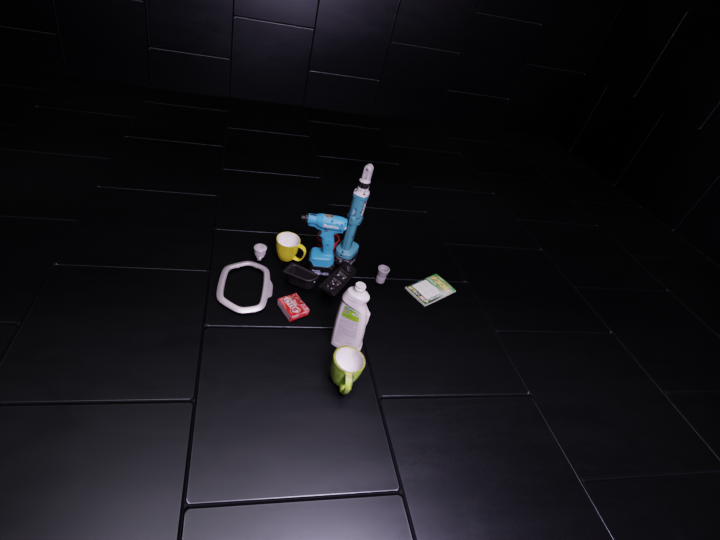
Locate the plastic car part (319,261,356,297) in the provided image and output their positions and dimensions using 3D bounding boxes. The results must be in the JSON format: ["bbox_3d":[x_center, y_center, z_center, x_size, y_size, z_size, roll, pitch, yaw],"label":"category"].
[{"bbox_3d":[-0.078,0.040,1.513,0.068,0.066,0.200,26,40,14],"label":"plastic car part"}]

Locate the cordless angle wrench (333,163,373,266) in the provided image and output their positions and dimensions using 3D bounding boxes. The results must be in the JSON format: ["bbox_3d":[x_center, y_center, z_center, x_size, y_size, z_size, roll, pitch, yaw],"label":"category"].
[{"bbox_3d":[-0.019,-0.194,1.537,0.077,0.415,0.097,28,39,14],"label":"cordless angle wrench"}]

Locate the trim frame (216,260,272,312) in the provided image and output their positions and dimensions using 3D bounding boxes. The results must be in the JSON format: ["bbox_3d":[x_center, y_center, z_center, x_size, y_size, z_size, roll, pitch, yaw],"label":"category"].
[{"bbox_3d":[-0.392,0.053,1.443,0.181,0.027,0.257,5,39,-10],"label":"trim frame"}]

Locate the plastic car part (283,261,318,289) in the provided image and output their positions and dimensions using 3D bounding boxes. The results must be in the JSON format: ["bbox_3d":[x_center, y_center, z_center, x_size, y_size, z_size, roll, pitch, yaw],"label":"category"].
[{"bbox_3d":[-0.210,0.031,1.485,0.120,0.069,0.065,25,39,14],"label":"plastic car part"}]

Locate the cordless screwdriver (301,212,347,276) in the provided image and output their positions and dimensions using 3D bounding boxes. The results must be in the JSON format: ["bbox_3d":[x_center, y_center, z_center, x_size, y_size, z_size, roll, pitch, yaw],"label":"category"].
[{"bbox_3d":[-0.149,-0.097,1.520,0.158,0.244,0.076,11,38,-6],"label":"cordless screwdriver"}]
